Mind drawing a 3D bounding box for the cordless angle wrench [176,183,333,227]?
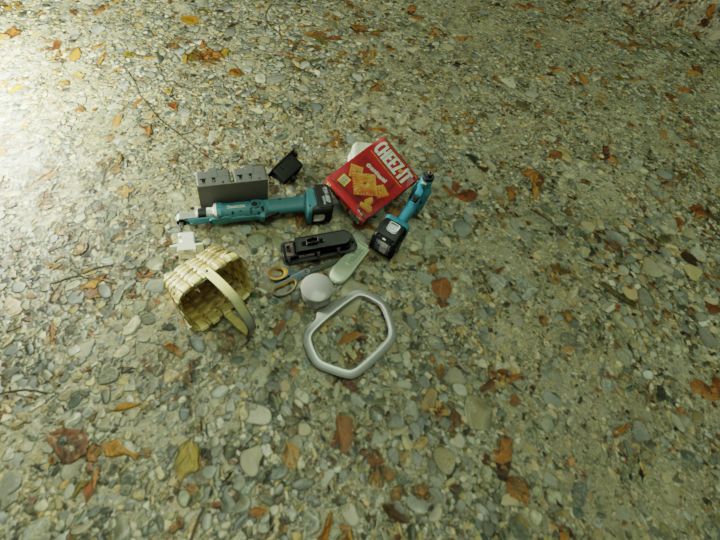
[{"bbox_3d":[-0.289,-0.166,1.166,0.417,0.073,0.101,-7,60,-10],"label":"cordless angle wrench"}]

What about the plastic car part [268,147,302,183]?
[{"bbox_3d":[-0.218,-0.299,1.268,0.071,0.066,0.116,38,62,-4],"label":"plastic car part"}]

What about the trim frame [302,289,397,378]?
[{"bbox_3d":[-0.023,0.149,1.026,0.245,0.027,0.190,-39,71,-25],"label":"trim frame"}]

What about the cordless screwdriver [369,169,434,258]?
[{"bbox_3d":[0.124,-0.159,1.164,0.076,0.157,0.247,32,61,8],"label":"cordless screwdriver"}]

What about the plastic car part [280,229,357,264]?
[{"bbox_3d":[-0.109,-0.071,1.115,0.201,0.065,0.069,-9,60,-7],"label":"plastic car part"}]
